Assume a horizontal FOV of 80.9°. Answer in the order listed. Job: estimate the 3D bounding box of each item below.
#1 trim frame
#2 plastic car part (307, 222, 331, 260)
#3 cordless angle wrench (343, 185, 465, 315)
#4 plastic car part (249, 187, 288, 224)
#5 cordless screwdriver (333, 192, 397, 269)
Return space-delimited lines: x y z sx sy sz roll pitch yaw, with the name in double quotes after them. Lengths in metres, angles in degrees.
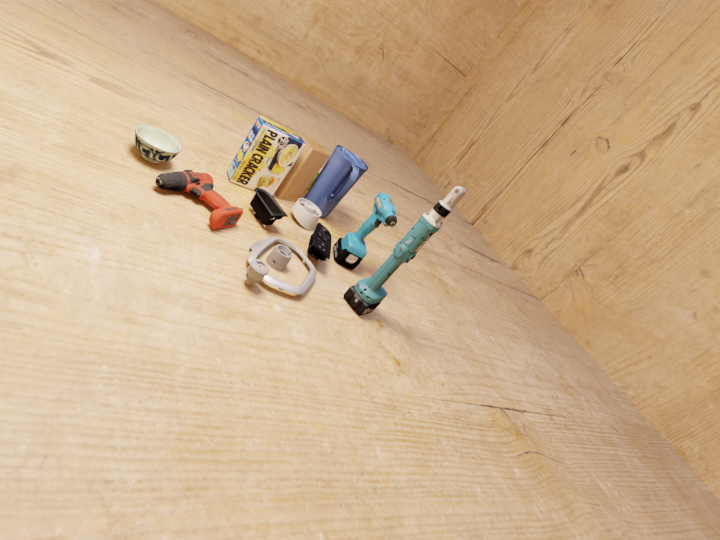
-0.200 -0.018 1.091 0.184 0.027 0.249 36 24 -3 "trim frame"
-0.123 -0.080 1.257 0.065 0.067 0.207 32 25 -15 "plastic car part"
0.116 -0.051 1.094 0.077 0.425 0.094 50 26 20 "cordless angle wrench"
-0.275 -0.174 1.211 0.121 0.071 0.063 49 26 23 "plastic car part"
0.019 -0.106 1.271 0.071 0.250 0.165 28 27 -25 "cordless screwdriver"
